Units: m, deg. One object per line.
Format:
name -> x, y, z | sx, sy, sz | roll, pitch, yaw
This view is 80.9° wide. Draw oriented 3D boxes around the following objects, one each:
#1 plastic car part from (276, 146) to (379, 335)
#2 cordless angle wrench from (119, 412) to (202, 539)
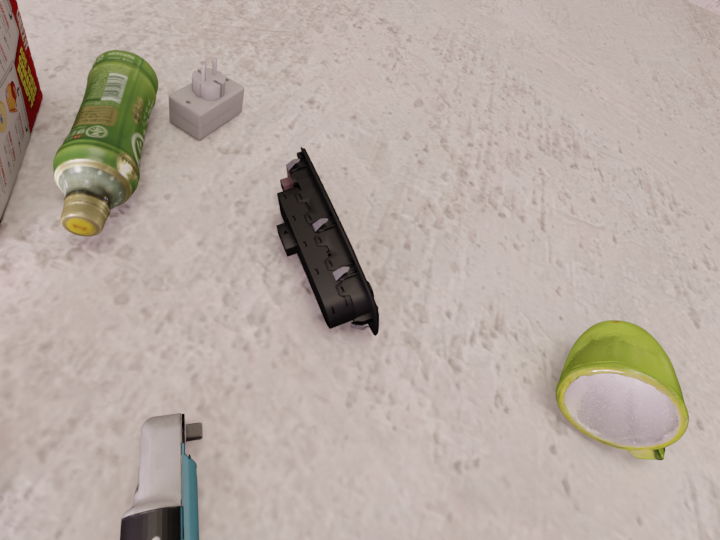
plastic car part -> -0.041, -0.027, 0.416 | 0.066, 0.065, 0.211 | -20, 63, -19
cordless angle wrench -> -0.086, 0.277, 0.175 | 0.095, 0.073, 0.440 | -2, 53, -21
